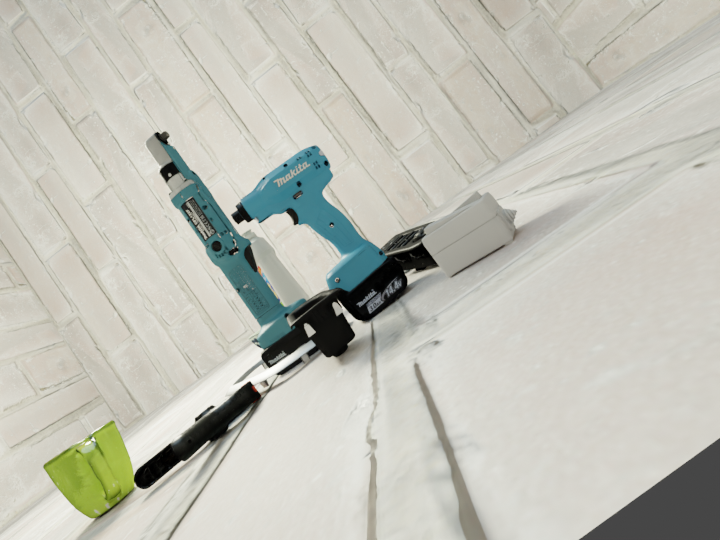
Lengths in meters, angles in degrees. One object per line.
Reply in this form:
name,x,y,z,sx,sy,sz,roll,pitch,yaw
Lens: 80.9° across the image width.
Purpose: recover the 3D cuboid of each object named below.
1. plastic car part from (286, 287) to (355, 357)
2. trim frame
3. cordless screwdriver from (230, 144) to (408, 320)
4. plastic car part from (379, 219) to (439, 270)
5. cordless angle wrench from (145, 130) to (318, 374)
plastic car part,-0.040,0.065,0.479,0.065,0.071,0.117,-36,1,-13
trim frame,-0.119,0.137,0.672,0.253,0.027,0.180,-34,3,42
cordless screwdriver,-0.059,-0.038,0.601,0.159,0.250,0.074,-36,-3,-2
plastic car part,0.082,-0.030,0.652,0.066,0.067,0.205,-36,2,-15
cordless angle wrench,-0.211,-0.040,0.661,0.099,0.426,0.073,-37,-3,11
